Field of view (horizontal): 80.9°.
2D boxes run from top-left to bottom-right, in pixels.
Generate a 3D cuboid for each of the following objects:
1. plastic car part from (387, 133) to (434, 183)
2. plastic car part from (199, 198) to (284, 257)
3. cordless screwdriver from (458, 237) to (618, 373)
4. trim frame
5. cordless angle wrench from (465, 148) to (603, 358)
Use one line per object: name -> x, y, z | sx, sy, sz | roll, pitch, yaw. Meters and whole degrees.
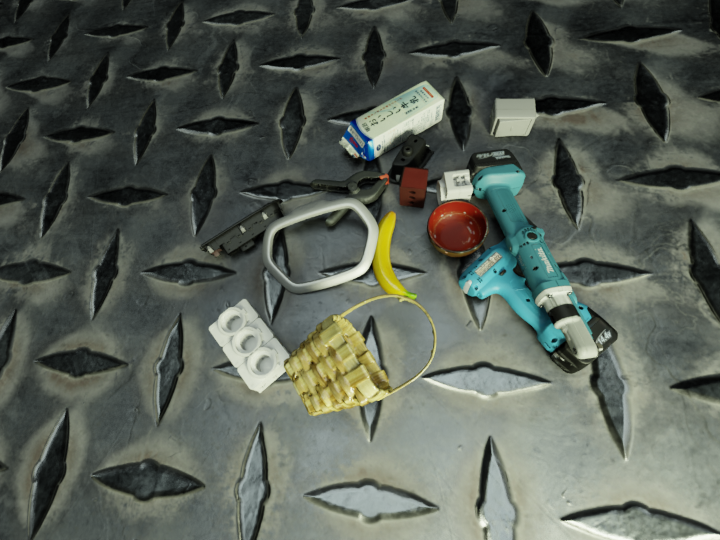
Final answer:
plastic car part -> 0.105, -0.248, 0.917 | 0.068, 0.068, 0.116 | 29, 71, 18
plastic car part -> -0.243, -0.086, 0.910 | 0.202, 0.065, 0.068 | -38, 82, -6
cordless screwdriver -> 0.321, 0.047, 0.754 | 0.158, 0.071, 0.260 | -40, 63, -13
trim frame -> -0.085, -0.055, 0.866 | 0.252, 0.027, 0.187 | -18, 79, 11
cordless angle wrench -> 0.296, -0.047, 0.748 | 0.097, 0.072, 0.439 | -9, 55, -4
